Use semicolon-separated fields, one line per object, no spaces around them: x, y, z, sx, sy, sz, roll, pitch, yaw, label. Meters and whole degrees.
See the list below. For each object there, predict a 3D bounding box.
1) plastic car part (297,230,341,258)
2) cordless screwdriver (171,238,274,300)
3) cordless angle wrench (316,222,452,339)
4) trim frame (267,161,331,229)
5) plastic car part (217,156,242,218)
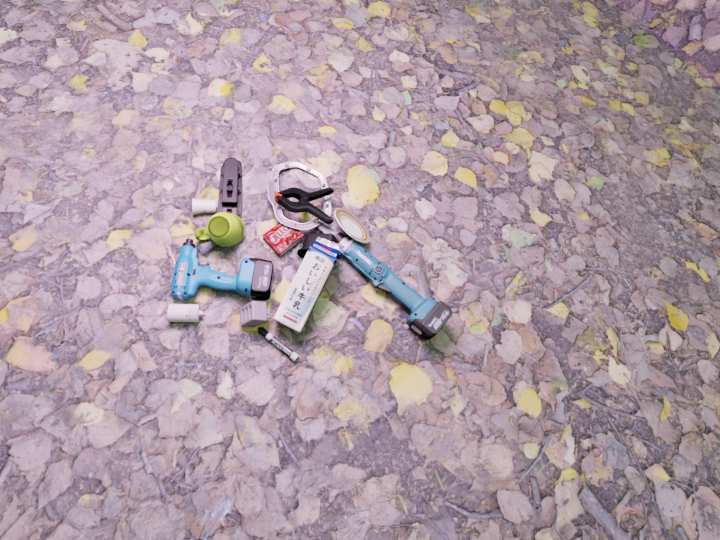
-0.111;-0.073;1.135;0.120;0.063;0.072;4;65;17;plastic car part
-0.346;-0.002;1.077;0.247;0.073;0.163;2;66;-4;cordless screwdriver
0.046;0.008;1.131;0.436;0.072;0.097;41;74;16;cordless angle wrench
-0.176;-0.221;1.213;0.180;0.027;0.256;-1;61;-14;trim frame
-0.368;-0.237;1.189;0.066;0.065;0.209;-3;64;-5;plastic car part
